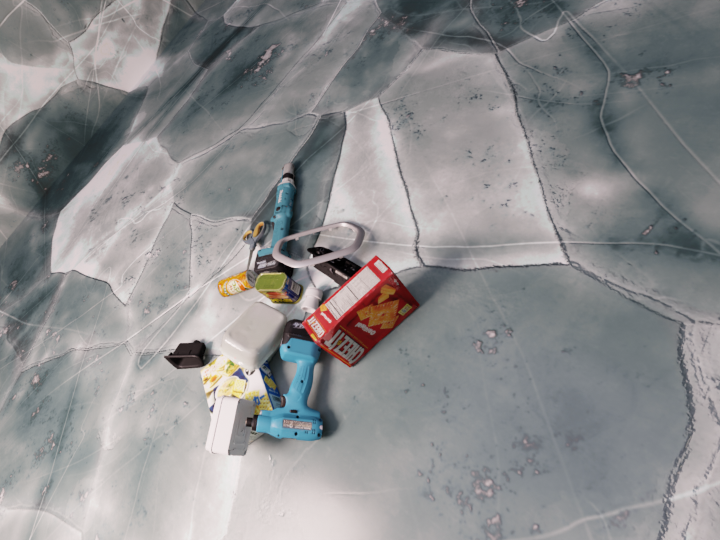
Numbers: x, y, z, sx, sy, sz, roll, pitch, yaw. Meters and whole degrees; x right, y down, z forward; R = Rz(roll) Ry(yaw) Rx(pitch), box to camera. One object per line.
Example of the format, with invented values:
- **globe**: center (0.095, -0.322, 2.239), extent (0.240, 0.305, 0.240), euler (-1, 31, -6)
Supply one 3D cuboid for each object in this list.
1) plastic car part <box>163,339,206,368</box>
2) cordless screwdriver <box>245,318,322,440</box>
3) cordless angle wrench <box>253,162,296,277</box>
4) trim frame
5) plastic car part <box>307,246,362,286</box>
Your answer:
- **plastic car part**: center (-0.474, 0.229, 1.179), extent (0.120, 0.063, 0.072), euler (-11, 43, 21)
- **cordless screwdriver**: center (-0.158, 0.236, 0.934), extent (0.157, 0.073, 0.255), euler (6, 60, -7)
- **cordless angle wrench**: center (-0.235, -0.168, 1.271), extent (0.101, 0.070, 0.434), euler (-14, 54, 22)
- **trim frame**: center (-0.107, -0.070, 1.099), extent (0.246, 0.026, 0.193), euler (-19, 36, -7)
- **plastic car part**: center (-0.058, -0.005, 1.070), extent (0.064, 0.065, 0.215), euler (-22, 42, -36)
